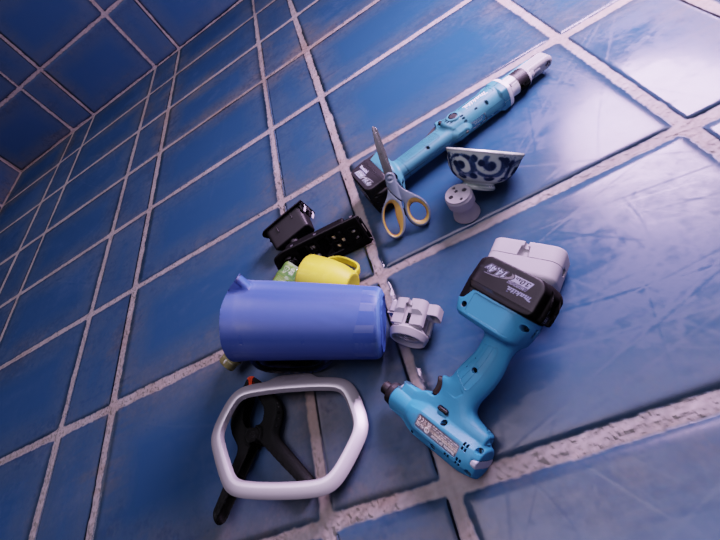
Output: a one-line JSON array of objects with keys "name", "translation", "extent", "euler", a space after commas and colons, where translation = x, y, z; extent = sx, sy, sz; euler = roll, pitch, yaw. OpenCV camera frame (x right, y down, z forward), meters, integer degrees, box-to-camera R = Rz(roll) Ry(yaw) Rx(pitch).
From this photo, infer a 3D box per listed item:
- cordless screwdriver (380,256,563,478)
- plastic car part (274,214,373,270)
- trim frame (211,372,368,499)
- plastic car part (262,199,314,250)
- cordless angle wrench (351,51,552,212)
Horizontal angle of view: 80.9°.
[{"name": "cordless screwdriver", "translation": [0.130, 0.104, 0.535], "extent": [0.169, 0.070, 0.248], "euler": [28, 94, 43]}, {"name": "plastic car part", "translation": [-0.081, -0.053, 0.827], "extent": [0.206, 0.063, 0.069], "euler": [-26, 38, 17]}, {"name": "trim frame", "translation": [-0.110, 0.238, 0.630], "extent": [0.254, 0.026, 0.190], "euler": [-11, 48, 14]}, {"name": "plastic car part", "translation": [-0.144, -0.082, 0.898], "extent": [0.117, 0.062, 0.074], "euler": [-39, 59, 9]}, {"name": "cordless angle wrench", "translation": [0.180, -0.273, 0.804], "extent": [0.424, 0.070, 0.103], "euler": [-36, 46, 5]}]
